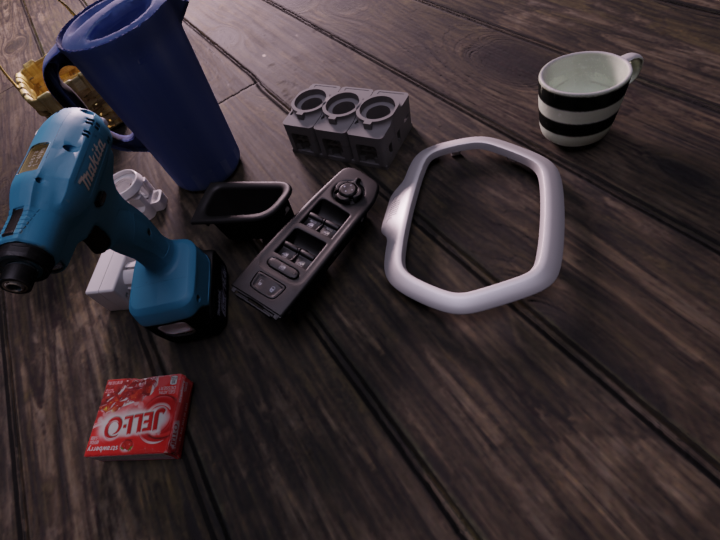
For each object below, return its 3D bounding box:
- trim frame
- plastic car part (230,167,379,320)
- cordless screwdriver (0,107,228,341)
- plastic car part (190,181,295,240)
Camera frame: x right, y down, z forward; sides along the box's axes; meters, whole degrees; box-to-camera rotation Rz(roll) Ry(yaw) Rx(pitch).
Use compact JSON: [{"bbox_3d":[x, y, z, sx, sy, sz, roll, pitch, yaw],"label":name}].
[{"bbox_3d":[0.116,-0.061,0.459,0.190,0.026,0.252,5,58,20],"label":"trim frame"},{"bbox_3d":[-0.045,-0.030,0.462,0.070,0.064,0.202,24,66,27],"label":"plastic car part"},{"bbox_3d":[-0.205,-0.003,0.383,0.075,0.237,0.165,-12,55,5],"label":"cordless screwdriver"},{"bbox_3d":[-0.130,-0.064,0.508,0.120,0.068,0.067,4,58,18],"label":"plastic car part"}]
